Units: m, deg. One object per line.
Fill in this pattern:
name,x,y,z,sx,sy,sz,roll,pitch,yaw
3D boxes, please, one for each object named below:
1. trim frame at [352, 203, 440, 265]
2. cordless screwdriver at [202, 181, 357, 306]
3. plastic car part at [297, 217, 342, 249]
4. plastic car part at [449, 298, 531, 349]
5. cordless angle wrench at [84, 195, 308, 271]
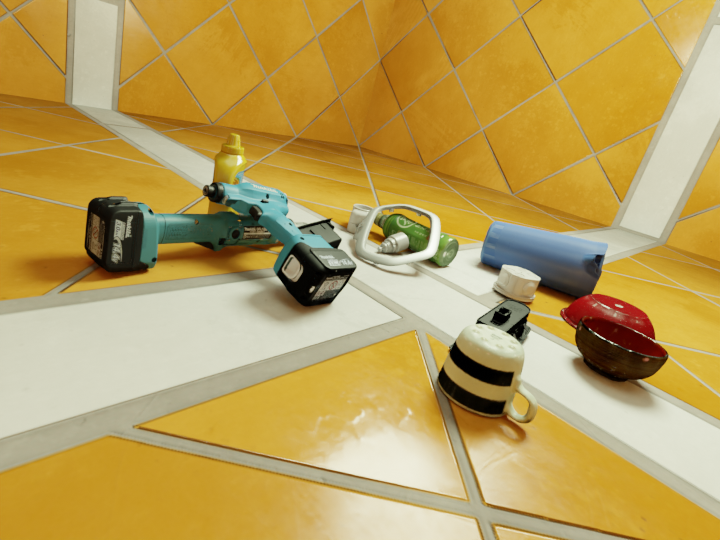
trim frame,0.078,-0.082,0.922,0.189,0.026,0.251,5,40,12
cordless screwdriver,-0.131,-0.056,0.652,0.151,0.074,0.262,4,35,-51
plastic car part,-0.080,-0.053,0.822,0.074,0.065,0.113,37,30,18
plastic car part,0.207,0.084,0.635,0.070,0.066,0.194,19,17,33
cordless angle wrench,-0.231,-0.068,0.722,0.078,0.097,0.405,23,19,32
